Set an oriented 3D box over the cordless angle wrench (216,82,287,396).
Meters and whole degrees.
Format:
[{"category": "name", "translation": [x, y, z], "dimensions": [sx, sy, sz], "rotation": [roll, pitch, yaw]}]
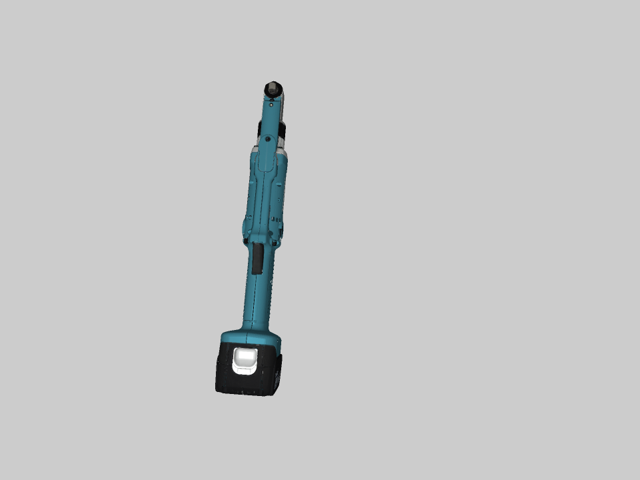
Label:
[{"category": "cordless angle wrench", "translation": [-0.079, -0.014, 0.582], "dimensions": [0.074, 0.422, 0.098], "rotation": [4, -9, 1]}]
